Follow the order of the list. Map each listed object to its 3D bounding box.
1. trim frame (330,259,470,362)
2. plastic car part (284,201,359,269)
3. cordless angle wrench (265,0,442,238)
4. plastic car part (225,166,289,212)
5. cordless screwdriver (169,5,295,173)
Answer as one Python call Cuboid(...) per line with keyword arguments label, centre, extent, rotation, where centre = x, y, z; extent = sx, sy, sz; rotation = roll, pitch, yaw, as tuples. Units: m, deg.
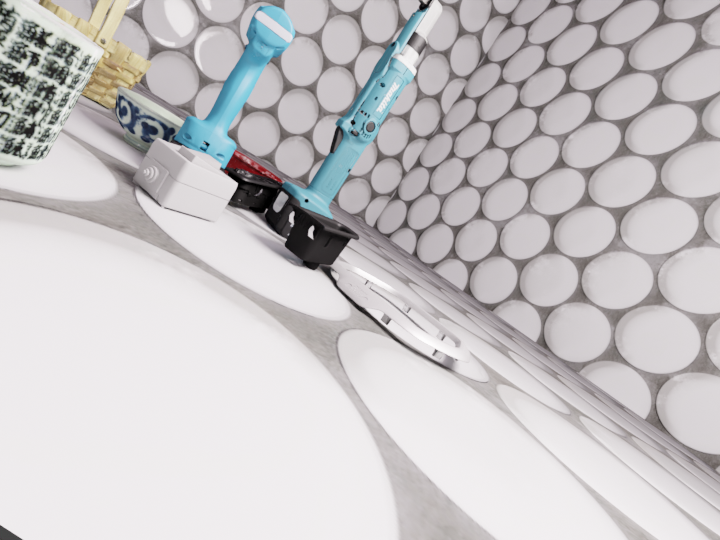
Cuboid(label="trim frame", centre=(0.046, 0.050, 0.582), extent=(0.174, 0.027, 0.263), rotation=(25, 11, -44))
Cuboid(label="plastic car part", centre=(-0.054, -0.035, 0.552), extent=(0.069, 0.071, 0.111), rotation=(37, 9, 28))
Cuboid(label="cordless angle wrench", centre=(-0.001, -0.230, 0.665), extent=(0.093, 0.423, 0.078), rotation=(27, 10, -39))
Cuboid(label="plastic car part", centre=(-0.169, -0.131, 0.701), extent=(0.068, 0.067, 0.197), rotation=(35, 8, 12))
Cuboid(label="cordless screwdriver", centre=(-0.177, -0.224, 0.567), extent=(0.071, 0.249, 0.166), rotation=(30, 8, -25))
